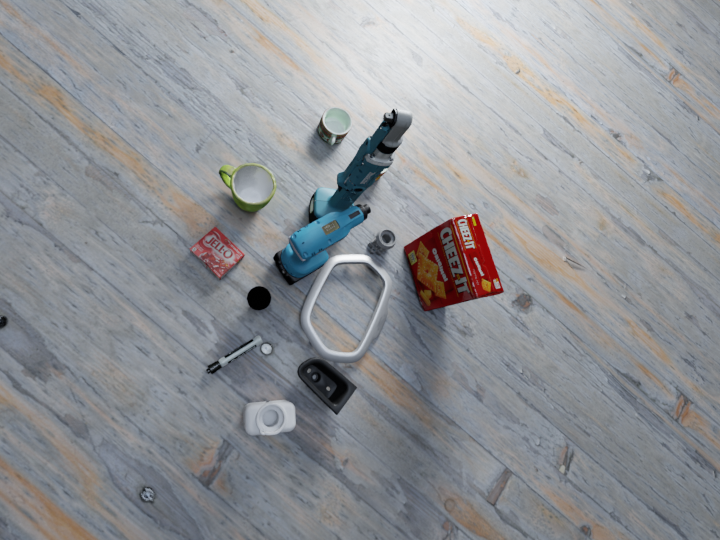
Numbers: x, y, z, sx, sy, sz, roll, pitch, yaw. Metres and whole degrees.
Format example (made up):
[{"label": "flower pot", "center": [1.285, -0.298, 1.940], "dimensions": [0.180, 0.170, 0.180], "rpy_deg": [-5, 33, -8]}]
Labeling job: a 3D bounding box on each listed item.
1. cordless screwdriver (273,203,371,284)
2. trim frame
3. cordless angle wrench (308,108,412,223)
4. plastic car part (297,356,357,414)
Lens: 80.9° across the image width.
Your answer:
[{"label": "cordless screwdriver", "center": [-0.081, -0.053, 0.827], "dimensions": [0.156, 0.251, 0.075], "rpy_deg": [-32, 89, -22]}, {"label": "trim frame", "center": [-0.026, 0.078, 0.923], "dimensions": [0.182, 0.028, 0.250], "rpy_deg": [27, 70, -6]}, {"label": "cordless angle wrench", "center": [-0.006, -0.174, 0.788], "dimensions": [0.095, 0.428, 0.075], "rpy_deg": [7, 76, -18]}, {"label": "plastic car part", "center": [-0.078, 0.220, 0.845], "dimensions": [0.116, 0.071, 0.065], "rpy_deg": [42, 68, -2]}]
